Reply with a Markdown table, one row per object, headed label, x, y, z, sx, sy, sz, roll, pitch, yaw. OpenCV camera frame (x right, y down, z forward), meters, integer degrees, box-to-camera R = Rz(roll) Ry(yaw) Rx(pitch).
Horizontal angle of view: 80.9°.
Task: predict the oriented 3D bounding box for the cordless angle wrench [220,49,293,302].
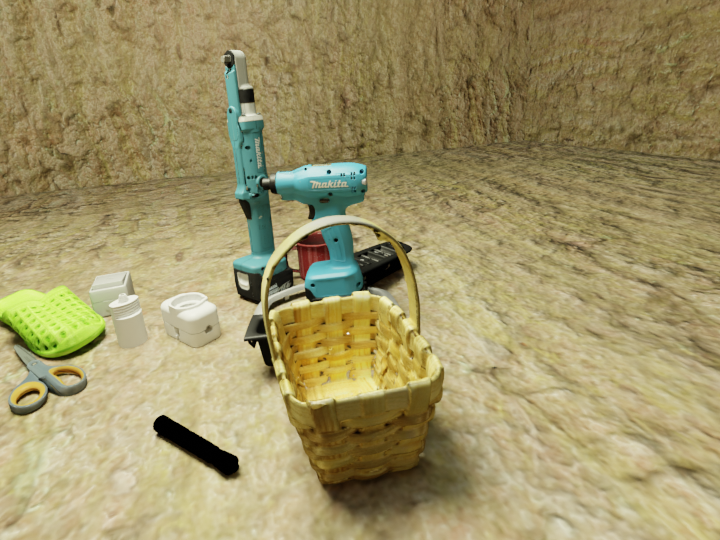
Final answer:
| label | x | y | z | sx | sy | sz | roll | pitch | yaw |
| --- | --- | --- | --- | --- | --- | --- | --- | --- | --- |
| cordless angle wrench | -0.189 | -0.153 | 0.736 | 0.078 | 0.414 | 0.095 | 12 | 24 | 36 |

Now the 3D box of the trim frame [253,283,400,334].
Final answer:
| label | x | y | z | sx | sy | sz | roll | pitch | yaw |
| --- | --- | --- | --- | --- | --- | --- | --- | --- | --- |
| trim frame | -0.056 | 0.065 | 0.690 | 0.257 | 0.027 | 0.182 | 4 | 24 | 21 |

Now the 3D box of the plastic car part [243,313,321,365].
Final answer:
| label | x | y | z | sx | sy | sz | roll | pitch | yaw |
| --- | --- | --- | --- | --- | --- | --- | --- | --- | --- |
| plastic car part | -0.089 | 0.096 | 0.564 | 0.117 | 0.069 | 0.067 | -3 | 21 | 2 |

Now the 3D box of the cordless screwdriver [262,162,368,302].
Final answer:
| label | x | y | z | sx | sy | sz | roll | pitch | yaw |
| --- | --- | --- | --- | --- | --- | --- | --- | --- | --- |
| cordless screwdriver | -0.065 | -0.043 | 0.669 | 0.161 | 0.243 | 0.075 | -1 | 20 | 7 |

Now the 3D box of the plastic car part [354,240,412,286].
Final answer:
| label | x | y | z | sx | sy | sz | roll | pitch | yaw |
| --- | --- | --- | --- | --- | --- | --- | --- | --- | --- |
| plastic car part | 0.034 | -0.012 | 0.808 | 0.070 | 0.065 | 0.197 | 12 | 27 | 35 |
